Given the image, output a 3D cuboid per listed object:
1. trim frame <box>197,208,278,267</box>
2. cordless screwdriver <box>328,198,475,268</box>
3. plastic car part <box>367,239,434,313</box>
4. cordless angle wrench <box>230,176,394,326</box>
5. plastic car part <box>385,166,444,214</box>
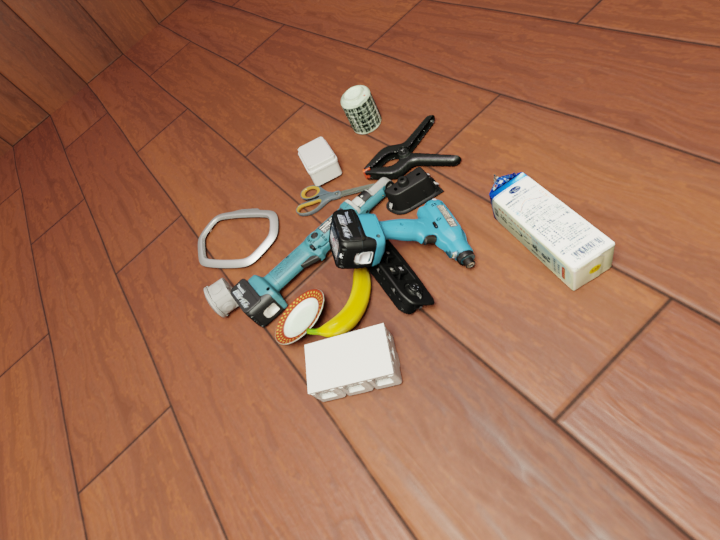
[{"bbox_3d":[-0.313,-0.086,1.067,0.259,0.026,0.187,-2,60,28],"label":"trim frame"},{"bbox_3d":[0.075,-0.052,0.768,0.243,0.072,0.167,-10,49,-16],"label":"cordless screwdriver"},{"bbox_3d":[0.055,0.007,0.796,0.214,0.063,0.066,51,127,42],"label":"plastic car part"},{"bbox_3d":[-0.089,-0.058,0.912,0.421,0.070,0.104,-43,51,-7],"label":"cordless angle wrench"},{"bbox_3d":[0.103,-0.172,0.886,0.117,0.067,0.069,-30,50,2],"label":"plastic car part"}]
